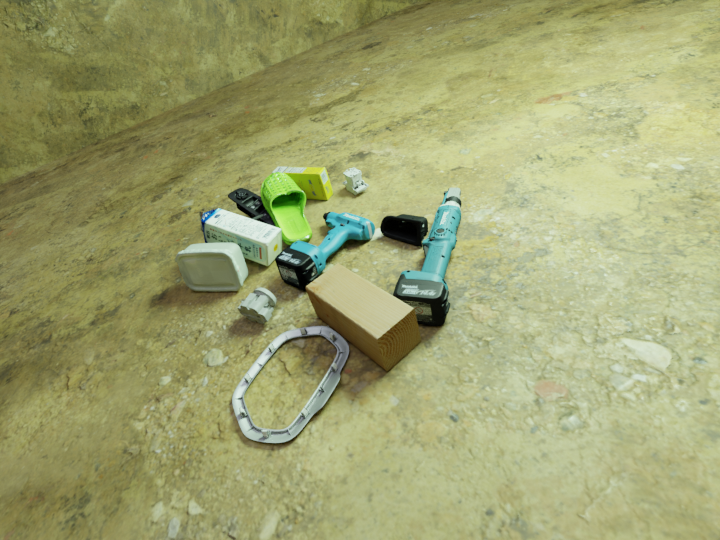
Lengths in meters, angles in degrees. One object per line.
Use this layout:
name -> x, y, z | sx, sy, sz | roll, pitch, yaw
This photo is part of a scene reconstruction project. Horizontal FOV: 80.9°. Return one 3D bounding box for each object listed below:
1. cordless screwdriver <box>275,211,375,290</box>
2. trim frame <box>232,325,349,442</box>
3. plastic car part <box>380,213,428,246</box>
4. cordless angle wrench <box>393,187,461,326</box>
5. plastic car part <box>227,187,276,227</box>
cordless screwdriver -> -0.100, -0.065, 1.023 | 0.168, 0.071, 0.245 | 22, 50, 40
trim frame -> -0.125, 0.192, 0.764 | 0.194, 0.026, 0.246 | 12, 47, 32
plastic car part -> 0.112, -0.107, 0.999 | 0.069, 0.064, 0.123 | -27, 33, -36
cordless angle wrench -> 0.172, -0.063, 0.911 | 0.102, 0.071, 0.424 | 2, 41, 23
plastic car part -> -0.292, -0.173, 1.213 | 0.210, 0.065, 0.066 | 34, 65, 19
